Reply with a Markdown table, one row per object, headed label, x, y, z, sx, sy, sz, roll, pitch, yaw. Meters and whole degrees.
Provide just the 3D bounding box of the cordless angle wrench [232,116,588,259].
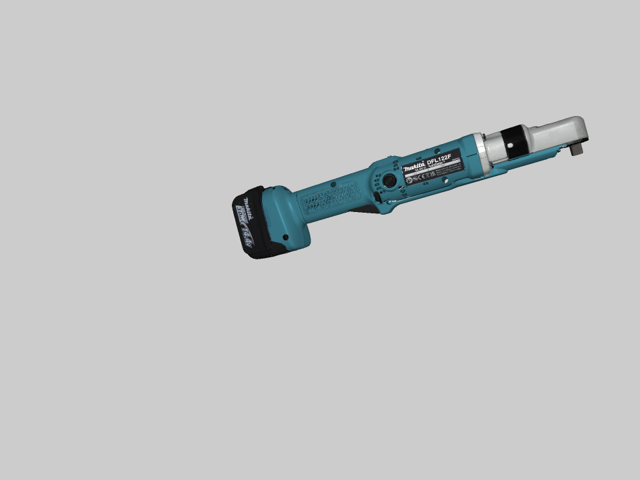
| label | x | y | z | sx | sy | sz | roll | pitch | yaw |
| --- | --- | --- | --- | --- | --- | --- | --- | --- | --- |
| cordless angle wrench | 0.090 | -0.070 | 0.526 | 0.424 | 0.098 | 0.074 | -15 | -1 | 22 |
